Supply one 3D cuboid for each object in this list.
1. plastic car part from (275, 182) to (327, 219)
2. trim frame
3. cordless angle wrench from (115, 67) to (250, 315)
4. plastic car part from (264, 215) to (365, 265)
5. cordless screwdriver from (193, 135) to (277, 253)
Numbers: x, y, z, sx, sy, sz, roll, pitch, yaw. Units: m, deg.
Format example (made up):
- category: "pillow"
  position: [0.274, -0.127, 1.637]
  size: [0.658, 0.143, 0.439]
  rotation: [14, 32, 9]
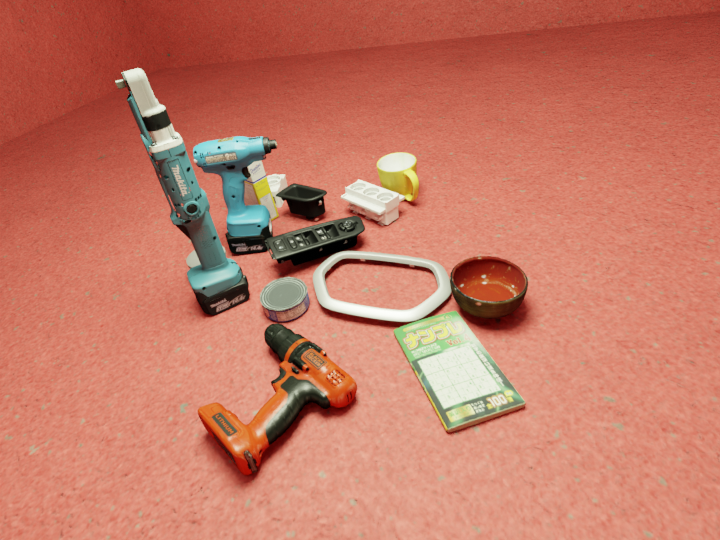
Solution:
- category: "plastic car part"
  position: [-0.128, -0.154, 0.979]
  size: [0.123, 0.068, 0.065]
  rotation: [20, 47, 34]
- category: "trim frame"
  position: [0.033, 0.020, 0.754]
  size: [0.257, 0.026, 0.185]
  rotation: [4, 41, 20]
- category: "cordless angle wrench"
  position: [-0.281, -0.108, 0.688]
  size: [0.096, 0.407, 0.079]
  rotation: [-23, 39, -19]
- category: "plastic car part"
  position: [-0.083, -0.054, 0.846]
  size: [0.200, 0.064, 0.070]
  rotation: [-21, 39, -12]
- category: "cordless screwdriver"
  position: [-0.228, -0.155, 0.868]
  size: [0.160, 0.239, 0.077]
  rotation: [-6, 37, 4]
